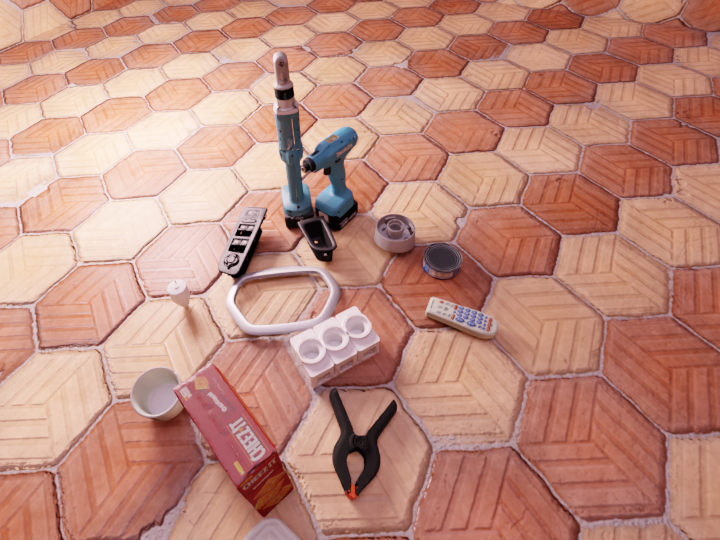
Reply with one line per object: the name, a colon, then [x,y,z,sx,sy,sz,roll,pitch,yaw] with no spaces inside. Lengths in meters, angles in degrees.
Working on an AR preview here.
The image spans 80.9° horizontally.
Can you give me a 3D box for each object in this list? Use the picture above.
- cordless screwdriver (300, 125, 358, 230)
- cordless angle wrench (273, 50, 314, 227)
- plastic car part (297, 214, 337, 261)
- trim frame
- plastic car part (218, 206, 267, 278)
cordless screwdriver: [-0.073,-0.196,0.983,0.078,0.241,0.157,32,57,23]
cordless angle wrench: [-0.155,-0.269,0.940,0.074,0.409,0.102,-8,51,-8]
plastic car part: [-0.096,-0.063,0.985,0.065,0.068,0.122,-17,52,-14]
trim frame: [-0.167,0.058,0.916,0.247,0.026,0.192,-8,50,-4]
plastic car part: [-0.276,-0.061,0.997,0.067,0.065,0.206,8,51,7]
